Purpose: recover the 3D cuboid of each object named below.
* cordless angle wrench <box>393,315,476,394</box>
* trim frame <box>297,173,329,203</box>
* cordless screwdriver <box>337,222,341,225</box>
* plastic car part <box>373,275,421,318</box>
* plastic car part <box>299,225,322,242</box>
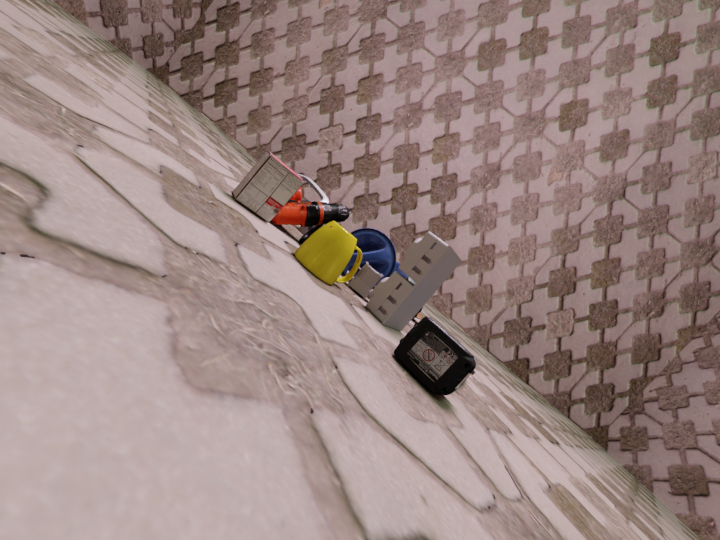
[{"bbox_3d":[0.163,0.161,0.757,0.102,0.074,0.403,42,3,24],"label":"cordless angle wrench"},{"bbox_3d":[-0.197,-0.227,1.207,0.177,0.027,0.262,-9,42,-29],"label":"trim frame"},{"bbox_3d":[-0.184,-0.190,1.337,0.242,0.074,0.164,34,6,-16],"label":"cordless screwdriver"},{"bbox_3d":[0.095,0.069,1.121,0.063,0.066,0.214,48,-2,-40],"label":"plastic car part"},{"bbox_3d":[-0.093,-0.061,0.949,0.069,0.066,0.118,53,6,-14],"label":"plastic car part"}]
